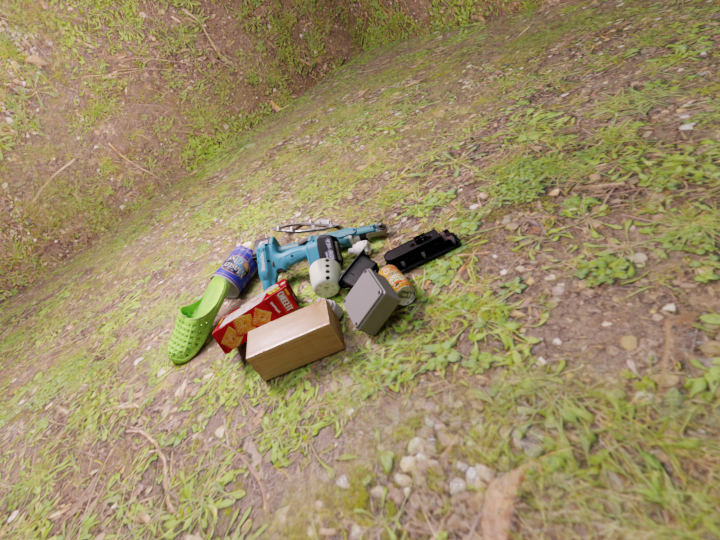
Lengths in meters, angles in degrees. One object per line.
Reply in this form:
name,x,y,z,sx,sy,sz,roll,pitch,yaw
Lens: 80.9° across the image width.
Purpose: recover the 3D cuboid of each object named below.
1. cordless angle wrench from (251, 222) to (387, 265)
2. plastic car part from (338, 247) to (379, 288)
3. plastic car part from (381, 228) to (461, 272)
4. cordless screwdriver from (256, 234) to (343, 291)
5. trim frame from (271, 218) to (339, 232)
cordless angle wrench,-0.125,-0.082,1.276,0.435,0.093,0.076,-10,51,20
plastic car part,0.006,0.012,1.082,0.075,0.063,0.116,21,60,34
plastic car part,0.142,-0.050,1.055,0.204,0.063,0.069,-29,40,7
cordless screwdriver,-0.177,-0.013,1.207,0.255,0.160,0.072,-9,-7,16
trim frame,-0.185,-0.148,1.394,0.177,0.027,0.261,-16,15,-40
